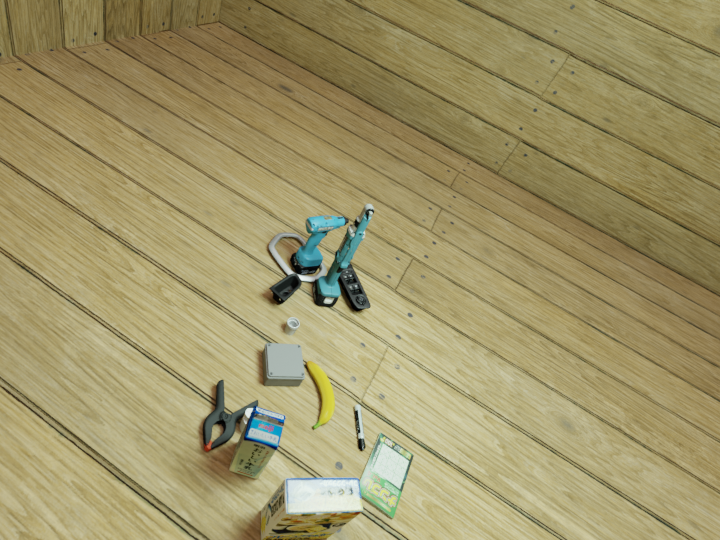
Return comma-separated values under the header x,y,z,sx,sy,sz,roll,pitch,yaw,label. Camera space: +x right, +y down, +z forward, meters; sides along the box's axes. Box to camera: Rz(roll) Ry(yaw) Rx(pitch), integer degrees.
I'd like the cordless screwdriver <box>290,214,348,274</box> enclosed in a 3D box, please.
x,y,z,sx,sy,sz,roll,pitch,yaw,label
-0.144,-0.094,1.474,0.153,0.247,0.078,-9,54,-36,cordless screwdriver

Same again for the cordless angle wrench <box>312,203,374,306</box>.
x,y,z,sx,sy,sz,roll,pitch,yaw,label
-0.051,-0.046,1.335,0.072,0.420,0.102,9,45,-23,cordless angle wrench

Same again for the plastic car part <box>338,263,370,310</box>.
x,y,z,sx,sy,sz,roll,pitch,yaw,label
-0.034,0.063,1.498,0.064,0.066,0.213,-6,49,-33,plastic car part

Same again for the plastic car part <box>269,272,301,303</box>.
x,y,z,sx,sy,sz,roll,pitch,yaw,label
-0.245,0.068,1.389,0.068,0.070,0.114,38,42,12,plastic car part

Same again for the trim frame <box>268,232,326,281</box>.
x,y,z,sx,sy,sz,roll,pitch,yaw,label
-0.230,-0.051,1.555,0.178,0.027,0.259,-21,58,-40,trim frame
